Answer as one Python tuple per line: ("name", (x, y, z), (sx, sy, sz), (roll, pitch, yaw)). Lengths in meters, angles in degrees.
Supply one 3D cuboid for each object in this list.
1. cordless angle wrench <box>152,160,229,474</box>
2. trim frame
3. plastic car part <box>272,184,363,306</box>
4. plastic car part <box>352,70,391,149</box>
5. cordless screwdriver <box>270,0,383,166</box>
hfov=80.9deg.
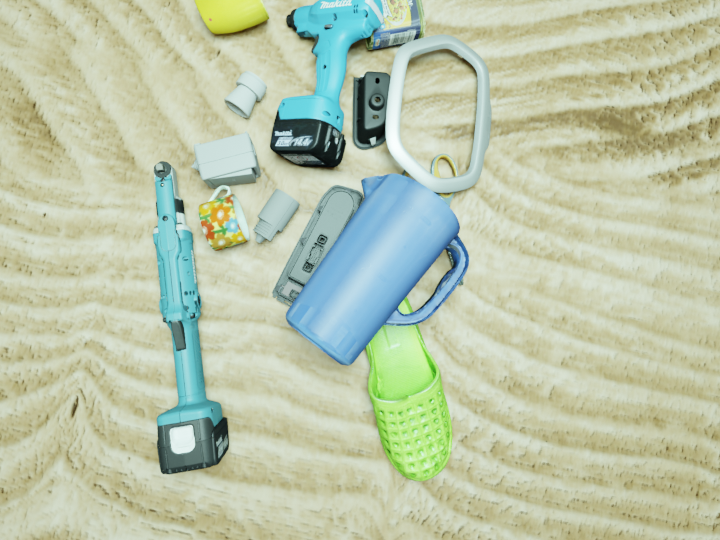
("cordless angle wrench", (-0.256, 0.049, 0.600), (0.074, 0.097, 0.428), (-10, 81, -5))
("trim frame", (0.123, -0.236, 0.633), (0.179, 0.028, 0.250), (8, 80, -16))
("plastic car part", (-0.061, -0.040, 0.621), (0.067, 0.066, 0.203), (26, 82, 6))
("plastic car part", (0.021, -0.248, 0.635), (0.066, 0.070, 0.117), (4, 82, -3))
("cordless screwdriver", (-0.072, -0.283, 0.626), (0.167, 0.071, 0.249), (15, 88, 31))
